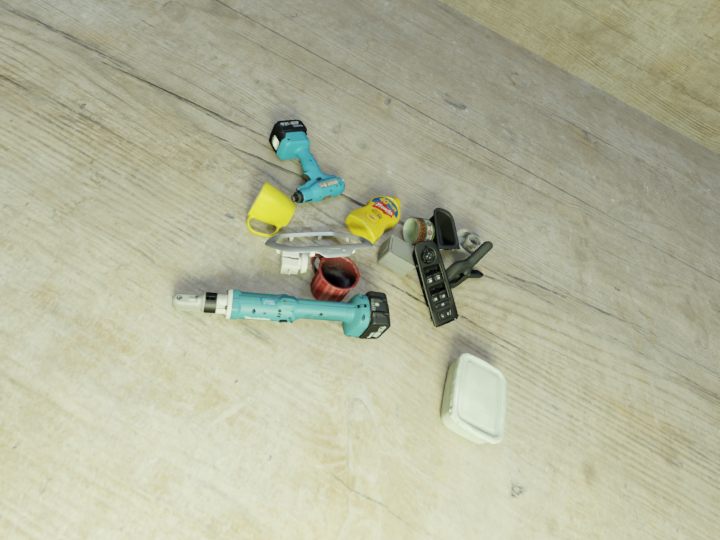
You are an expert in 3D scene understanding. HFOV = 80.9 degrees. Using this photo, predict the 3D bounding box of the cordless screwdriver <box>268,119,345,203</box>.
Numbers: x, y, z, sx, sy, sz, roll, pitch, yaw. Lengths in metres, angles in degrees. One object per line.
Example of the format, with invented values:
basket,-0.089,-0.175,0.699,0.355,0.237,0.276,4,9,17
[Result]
cordless screwdriver,-0.165,-0.284,1.121,0.154,0.074,0.256,-22,69,-35

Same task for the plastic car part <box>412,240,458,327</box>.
plastic car part,0.168,0.023,0.988,0.066,0.069,0.200,-17,101,-7

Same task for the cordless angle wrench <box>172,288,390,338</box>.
cordless angle wrench,-0.151,0.076,0.837,0.412,0.097,0.077,6,57,-15

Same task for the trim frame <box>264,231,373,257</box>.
trim frame,-0.092,-0.060,0.941,0.239,0.027,0.194,-4,16,-29

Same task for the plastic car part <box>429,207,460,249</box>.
plastic car part,0.214,-0.102,1.139,0.064,0.071,0.119,1,69,-19
